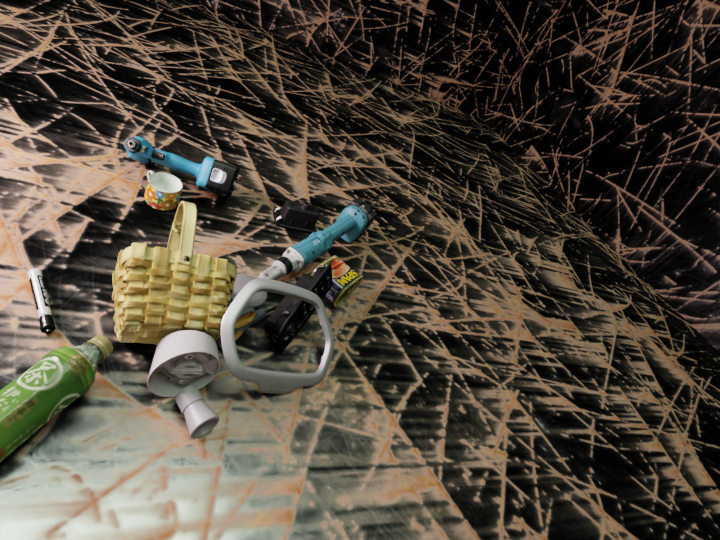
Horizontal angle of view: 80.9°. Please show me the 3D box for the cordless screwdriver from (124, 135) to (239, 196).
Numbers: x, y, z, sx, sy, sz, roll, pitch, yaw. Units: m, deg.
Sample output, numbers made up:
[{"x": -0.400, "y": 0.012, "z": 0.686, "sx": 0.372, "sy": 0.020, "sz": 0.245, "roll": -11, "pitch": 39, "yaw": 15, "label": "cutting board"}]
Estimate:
[{"x": -0.405, "y": -0.242, "z": 0.963, "sx": 0.242, "sy": 0.074, "sz": 0.164, "roll": 18, "pitch": 2, "yaw": -16, "label": "cordless screwdriver"}]

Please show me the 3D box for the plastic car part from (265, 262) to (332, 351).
[{"x": -0.121, "y": 0.063, "z": 0.818, "sx": 0.069, "sy": 0.064, "sz": 0.203, "roll": 19, "pitch": 47, "yaw": 11, "label": "plastic car part"}]

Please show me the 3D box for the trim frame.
[{"x": -0.132, "y": 0.112, "z": 0.718, "sx": 0.235, "sy": 0.028, "sz": 0.187, "roll": 21, "pitch": 63, "yaw": -46, "label": "trim frame"}]

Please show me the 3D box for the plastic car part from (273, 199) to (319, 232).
[{"x": -0.156, "y": -0.145, "z": 1.076, "sx": 0.112, "sy": 0.070, "sz": 0.069, "roll": 9, "pitch": 42, "yaw": -24, "label": "plastic car part"}]

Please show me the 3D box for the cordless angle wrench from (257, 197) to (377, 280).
[{"x": -0.098, "y": -0.064, "z": 1.002, "sx": 0.076, "sy": 0.098, "sz": 0.414, "roll": 41, "pitch": 39, "yaw": 7, "label": "cordless angle wrench"}]
